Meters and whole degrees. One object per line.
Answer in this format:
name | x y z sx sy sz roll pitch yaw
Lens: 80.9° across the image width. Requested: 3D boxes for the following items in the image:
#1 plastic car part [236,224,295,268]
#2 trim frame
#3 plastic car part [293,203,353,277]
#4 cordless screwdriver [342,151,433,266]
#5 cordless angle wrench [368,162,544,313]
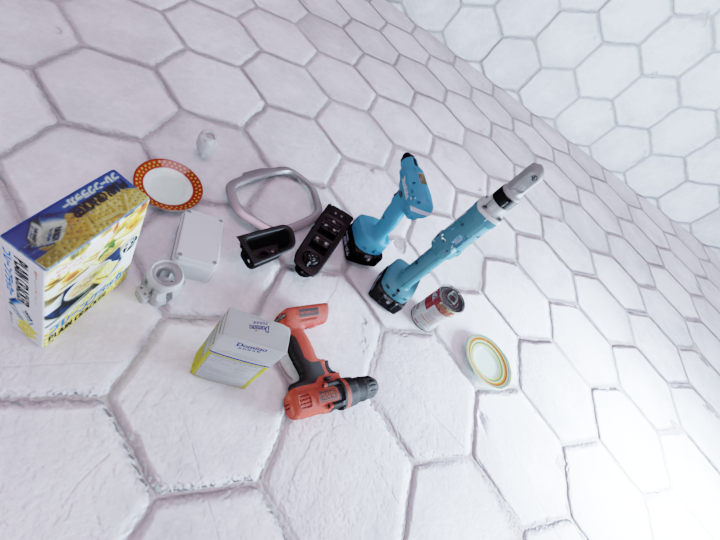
plastic car part | -0.183 -0.038 0.811 0.112 0.071 0.068 -23 73 -43
trim frame | -0.185 -0.160 0.938 0.188 0.028 0.242 49 44 9
plastic car part | -0.087 -0.057 0.893 0.065 0.068 0.204 35 44 -9
cordless screwdriver | 0.053 -0.127 0.911 0.071 0.251 0.164 15 51 -28
cordless angle wrench | 0.168 -0.052 0.802 0.074 0.427 0.098 40 44 -7
